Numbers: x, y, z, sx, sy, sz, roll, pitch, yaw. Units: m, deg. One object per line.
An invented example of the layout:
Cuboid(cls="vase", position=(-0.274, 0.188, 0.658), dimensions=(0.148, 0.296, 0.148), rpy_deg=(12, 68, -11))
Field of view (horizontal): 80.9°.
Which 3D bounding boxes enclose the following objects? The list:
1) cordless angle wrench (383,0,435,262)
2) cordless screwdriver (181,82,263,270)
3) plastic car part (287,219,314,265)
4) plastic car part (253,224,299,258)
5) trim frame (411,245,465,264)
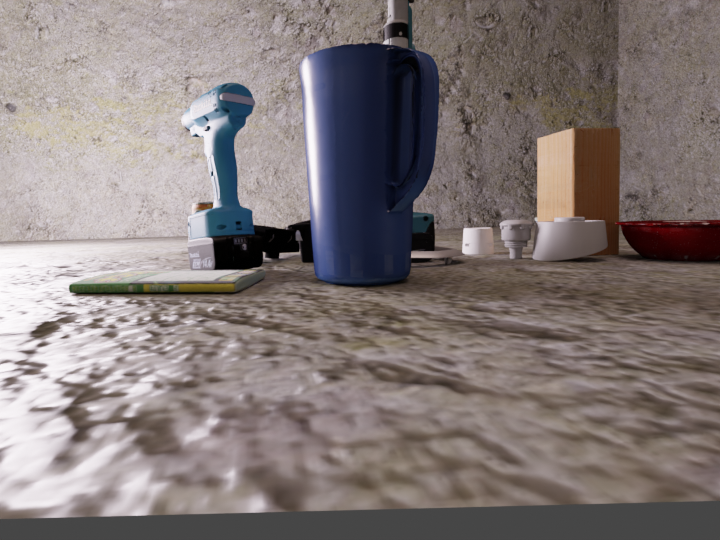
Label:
Cuboid(cls="cordless angle wrench", position=(0.060, -0.225, 0.665), dimensions=(0.097, 0.421, 0.075), rpy_deg=(-2, 3, -8))
Cuboid(cls="cordless screwdriver", position=(-0.207, -0.123, 0.596), dimensions=(0.071, 0.248, 0.167), rpy_deg=(-4, 5, -43))
Cuboid(cls="plastic car part", position=(-0.060, -0.039, 0.609), dimensions=(0.067, 0.070, 0.116), rpy_deg=(-1, 6, 5))
Cuboid(cls="plastic car part", position=(-0.152, -0.056, 0.789), dimensions=(0.068, 0.067, 0.199), rpy_deg=(0, 7, 14))
Cuboid(cls="trim frame", position=(0.051, -0.031, 0.699), dimensions=(0.177, 0.027, 0.259), rpy_deg=(-5, 8, -29))
